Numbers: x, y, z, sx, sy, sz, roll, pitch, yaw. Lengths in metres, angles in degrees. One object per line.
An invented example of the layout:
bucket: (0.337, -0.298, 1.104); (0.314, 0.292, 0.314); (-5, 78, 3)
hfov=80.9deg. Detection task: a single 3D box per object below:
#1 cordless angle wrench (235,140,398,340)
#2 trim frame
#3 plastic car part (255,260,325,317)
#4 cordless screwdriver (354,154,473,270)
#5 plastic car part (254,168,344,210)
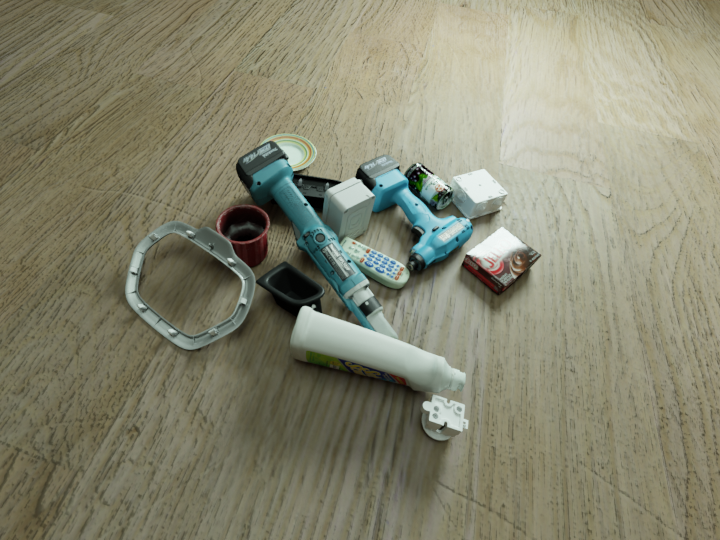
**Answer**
cordless angle wrench: (-0.072, -0.047, 0.741); (0.097, 0.072, 0.437); (-34, 72, -11)
trim frame: (-0.287, 0.016, 0.698); (0.259, 0.026, 0.184); (31, 79, 21)
plastic car part: (-0.107, 0.045, 0.696); (0.065, 0.068, 0.123); (-37, 48, -28)
cordless screwdriver: (0.080, -0.113, 0.832); (0.156, 0.073, 0.259); (-33, 65, -26)
plastic car part: (-0.116, -0.157, 0.853); (0.203, 0.064, 0.069); (5, 50, 0)
